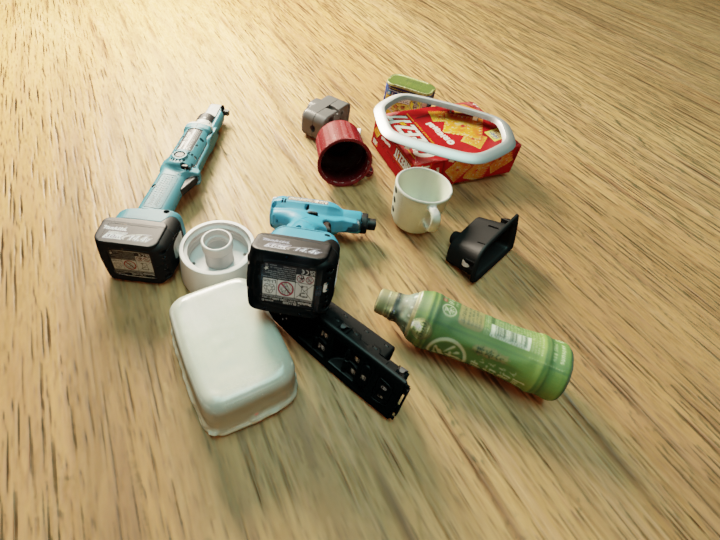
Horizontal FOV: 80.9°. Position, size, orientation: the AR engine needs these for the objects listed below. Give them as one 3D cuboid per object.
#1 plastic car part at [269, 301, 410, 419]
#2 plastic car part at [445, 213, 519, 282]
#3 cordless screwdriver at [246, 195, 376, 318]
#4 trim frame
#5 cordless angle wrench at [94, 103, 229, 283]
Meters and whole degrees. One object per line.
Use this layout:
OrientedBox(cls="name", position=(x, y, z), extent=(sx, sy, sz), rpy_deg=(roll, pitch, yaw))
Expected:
OrientedBox(cls="plastic car part", position=(-0.026, 0.076, 0.498), extent=(0.211, 0.065, 0.066), rpy_deg=(31, 47, 22))
OrientedBox(cls="plastic car part", position=(0.172, -0.041, 0.629), extent=(0.114, 0.063, 0.075), rpy_deg=(-34, 46, -27))
OrientedBox(cls="cordless screwdriver", position=(-0.053, -0.035, 0.545), extent=(0.159, 0.073, 0.254), rpy_deg=(6, 25, -3))
OrientedBox(cls="trim frame", position=(0.142, -0.251, 0.736), extent=(0.255, 0.027, 0.185), rpy_deg=(18, 52, 14))
OrientedBox(cls="cordless angle wrench", position=(-0.289, -0.165, 0.688), extent=(0.098, 0.072, 0.435), rpy_deg=(5, 46, -3))
